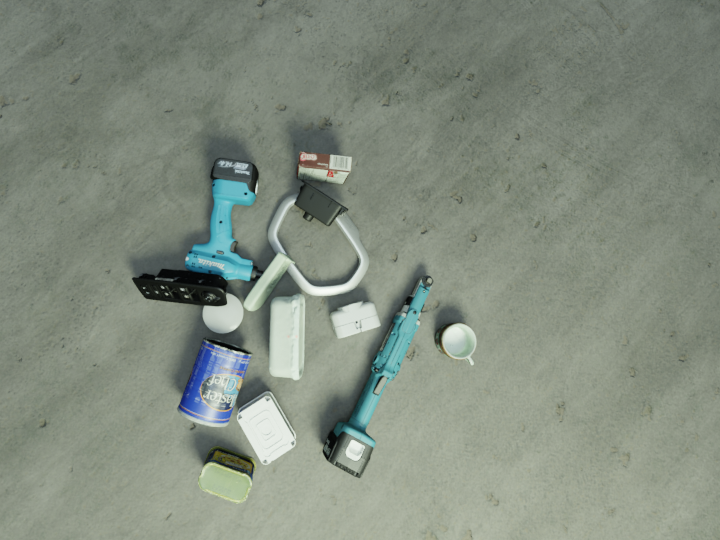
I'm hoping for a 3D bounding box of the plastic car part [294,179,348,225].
[{"bbox_3d":[-0.091,-0.134,0.903,0.117,0.066,0.071,30,94,2],"label":"plastic car part"}]

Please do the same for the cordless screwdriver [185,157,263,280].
[{"bbox_3d":[-0.263,-0.104,0.895,0.158,0.075,0.250,12,84,-5],"label":"cordless screwdriver"}]

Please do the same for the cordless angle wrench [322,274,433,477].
[{"bbox_3d":[0.054,0.196,0.875,0.074,0.098,0.424,28,75,-5],"label":"cordless angle wrench"}]

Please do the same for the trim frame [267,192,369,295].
[{"bbox_3d":[-0.091,-0.059,0.927,0.183,0.027,0.251,-36,84,-9],"label":"trim frame"}]

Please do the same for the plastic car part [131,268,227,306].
[{"bbox_3d":[-0.349,0.032,0.848,0.209,0.064,0.067,8,40,18],"label":"plastic car part"}]
